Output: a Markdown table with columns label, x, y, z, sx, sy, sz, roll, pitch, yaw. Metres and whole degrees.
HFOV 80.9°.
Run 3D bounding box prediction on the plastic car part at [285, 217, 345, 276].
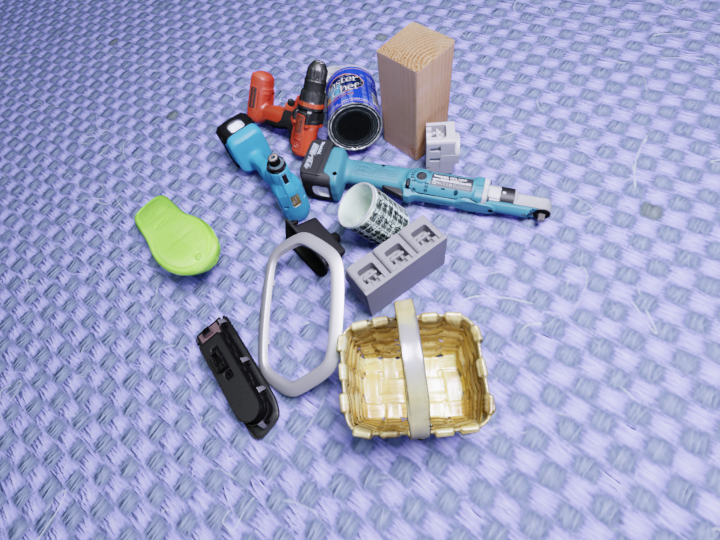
| label | x | y | z | sx | sy | sz | roll | pitch | yaw |
| --- | --- | --- | --- | --- | --- | --- | --- | --- | --- |
| plastic car part | -0.072 | -0.047 | 0.735 | 0.070 | 0.064 | 0.122 | -35 | 64 | -25 |

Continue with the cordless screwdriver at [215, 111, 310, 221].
| label | x | y | z | sx | sy | sz | roll | pitch | yaw |
| --- | --- | --- | --- | --- | --- | --- | --- | --- | --- |
| cordless screwdriver | -0.188 | -0.211 | 0.789 | 0.074 | 0.152 | 0.261 | -36 | 60 | -10 |

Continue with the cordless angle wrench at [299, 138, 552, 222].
| label | x | y | z | sx | sy | sz | roll | pitch | yaw |
| --- | --- | --- | --- | --- | --- | --- | --- | --- | --- |
| cordless angle wrench | 0.104 | -0.149 | 0.742 | 0.436 | 0.071 | 0.099 | 13 | 66 | 16 |

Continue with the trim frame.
| label | x | y | z | sx | sy | sz | roll | pitch | yaw |
| --- | --- | --- | --- | --- | --- | --- | --- | --- | --- |
| trim frame | -0.098 | 0.062 | 0.648 | 0.192 | 0.026 | 0.251 | -7 | 76 | 36 |

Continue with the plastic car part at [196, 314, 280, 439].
| label | x | y | z | sx | sy | sz | roll | pitch | yaw |
| --- | --- | --- | --- | --- | --- | --- | --- | --- | --- |
| plastic car part | -0.193 | 0.156 | 0.647 | 0.066 | 0.064 | 0.212 | -37 | 65 | -9 |
